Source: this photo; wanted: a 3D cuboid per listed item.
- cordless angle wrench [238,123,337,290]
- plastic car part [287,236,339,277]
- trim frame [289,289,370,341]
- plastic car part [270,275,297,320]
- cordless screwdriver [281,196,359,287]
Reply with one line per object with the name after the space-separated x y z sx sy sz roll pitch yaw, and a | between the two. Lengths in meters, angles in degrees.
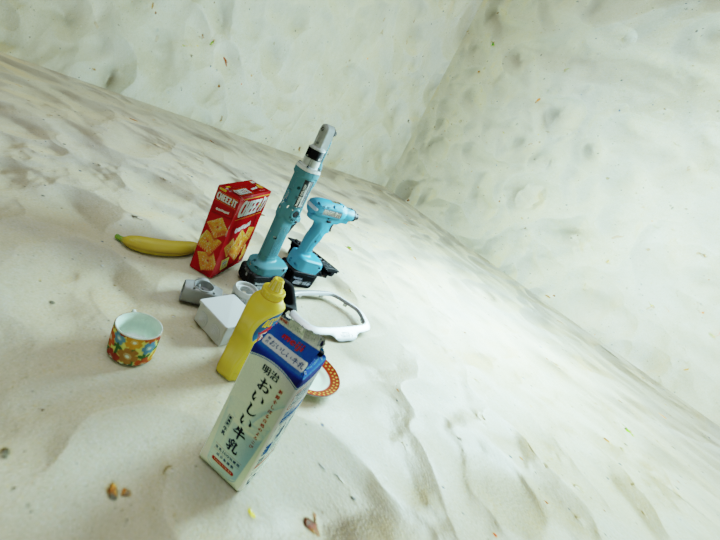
-0.163 -0.141 0.983 0.093 0.421 0.078 8 28 -46 | cordless angle wrench
-0.153 -0.033 1.254 0.063 0.067 0.214 5 29 -47 | plastic car part
-0.082 0.106 1.048 0.236 0.027 0.195 6 28 -45 | trim frame
-0.185 0.071 0.945 0.064 0.070 0.121 21 20 -19 | plastic car part
-0.111 -0.073 1.136 0.151 0.248 0.079 10 26 -41 | cordless screwdriver
